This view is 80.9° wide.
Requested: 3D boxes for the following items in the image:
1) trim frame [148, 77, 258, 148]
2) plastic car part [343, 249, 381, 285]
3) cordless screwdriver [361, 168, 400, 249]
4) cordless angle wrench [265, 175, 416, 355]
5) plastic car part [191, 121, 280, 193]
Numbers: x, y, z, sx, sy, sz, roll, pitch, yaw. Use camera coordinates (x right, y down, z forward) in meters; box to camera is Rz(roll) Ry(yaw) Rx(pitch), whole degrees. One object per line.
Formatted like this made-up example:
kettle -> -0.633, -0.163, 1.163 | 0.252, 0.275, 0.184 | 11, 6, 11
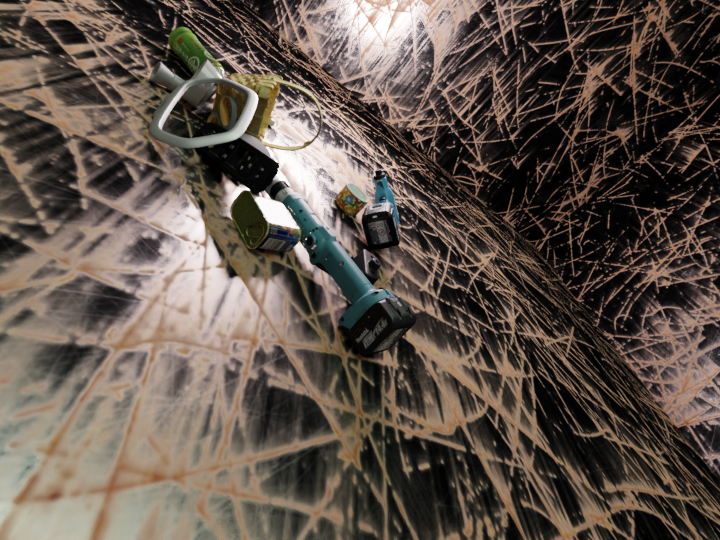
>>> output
trim frame -> -0.292, -0.299, 0.791 | 0.184, 0.027, 0.255 | 6, 51, -1
plastic car part -> 0.009, 0.003, 0.806 | 0.064, 0.071, 0.119 | 34, 23, -18
cordless screwdriver -> 0.053, -0.158, 1.062 | 0.250, 0.076, 0.155 | -71, 147, -66
cordless angle wrench -> -0.073, -0.048, 0.750 | 0.071, 0.098, 0.443 | 3, 41, -51
plastic car part -> -0.227, -0.208, 0.776 | 0.211, 0.066, 0.064 | 36, 4, 20
